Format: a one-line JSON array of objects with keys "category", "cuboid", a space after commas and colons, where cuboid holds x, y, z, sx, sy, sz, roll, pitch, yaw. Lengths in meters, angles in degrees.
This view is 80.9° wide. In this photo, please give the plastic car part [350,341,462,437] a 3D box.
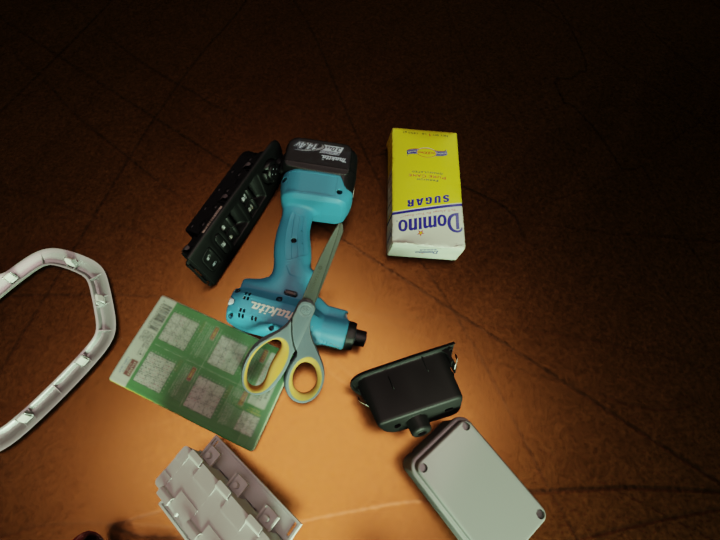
[{"category": "plastic car part", "cuboid": [0.056, 0.132, 0.437, 0.115, 0.063, 0.074, -18, 46, -9]}]

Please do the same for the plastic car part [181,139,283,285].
[{"category": "plastic car part", "cuboid": [-0.163, -0.083, 0.543, 0.070, 0.063, 0.203, 18, 66, 31]}]

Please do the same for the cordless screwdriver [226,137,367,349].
[{"category": "cordless screwdriver", "cuboid": [-0.050, -0.033, 0.515, 0.160, 0.073, 0.252, 13, 70, 2]}]

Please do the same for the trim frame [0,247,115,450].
[{"category": "trim frame", "cuboid": [-0.395, 0.082, 0.476, 0.189, 0.027, 0.247, 35, 71, 14]}]
